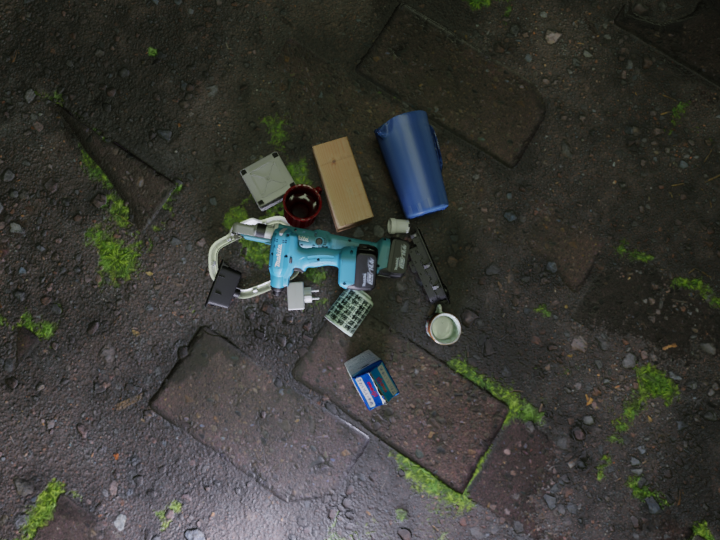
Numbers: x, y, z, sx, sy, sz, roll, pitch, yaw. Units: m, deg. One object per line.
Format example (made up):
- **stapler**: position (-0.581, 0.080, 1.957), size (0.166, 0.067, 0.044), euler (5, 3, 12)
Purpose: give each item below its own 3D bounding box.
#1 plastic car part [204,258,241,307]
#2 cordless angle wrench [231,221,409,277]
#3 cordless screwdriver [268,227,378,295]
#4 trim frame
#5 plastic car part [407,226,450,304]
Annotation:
- **plastic car part**: position (-0.320, 0.038, 1.011), size (0.069, 0.068, 0.117), euler (18, 87, -16)
- **cordless angle wrench**: position (-0.100, -0.065, 1.022), size (0.421, 0.074, 0.098), euler (11, 84, -2)
- **cordless screwdriver**: position (-0.088, -0.001, 0.965), size (0.252, 0.074, 0.157), euler (10, 106, 6)
- **trim frame**: position (-0.259, -0.037, 1.055), size (0.248, 0.027, 0.186), euler (-23, 83, -1)
- **plastic car part**: position (0.161, -0.003, 1.034), size (0.067, 0.065, 0.205), euler (-27, 85, 5)
